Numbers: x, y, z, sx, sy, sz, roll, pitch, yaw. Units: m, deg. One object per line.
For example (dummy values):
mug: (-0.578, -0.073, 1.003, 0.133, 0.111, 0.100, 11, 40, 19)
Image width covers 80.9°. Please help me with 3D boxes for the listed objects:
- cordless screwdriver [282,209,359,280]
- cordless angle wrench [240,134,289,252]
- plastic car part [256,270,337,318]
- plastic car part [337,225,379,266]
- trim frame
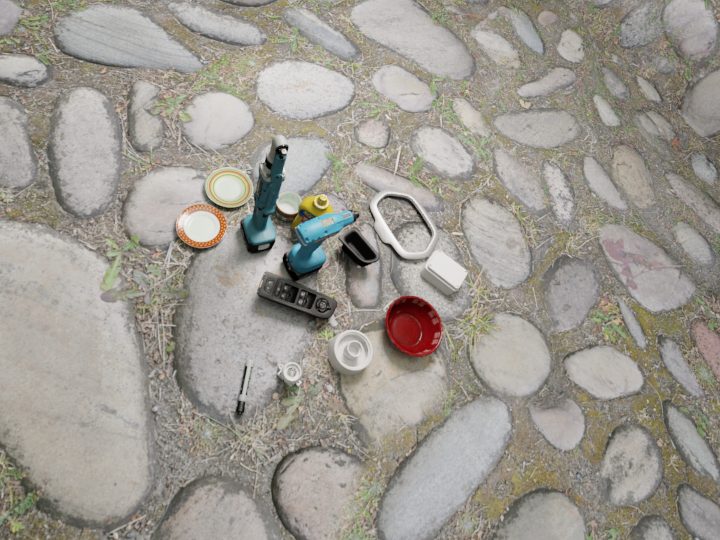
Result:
cordless screwdriver: (-0.103, -0.067, 1.049, 0.155, 0.249, 0.076, -24, 78, -26)
cordless angle wrench: (-0.215, -0.167, 0.967, 0.072, 0.423, 0.100, -14, 74, -25)
plastic car part: (-0.161, 0.073, 1.069, 0.201, 0.067, 0.067, 20, 62, -6)
plastic car part: (-0.010, -0.052, 1.167, 0.065, 0.071, 0.119, -35, 79, -28)
trim frame: (0.130, -0.143, 1.273, 0.180, 0.027, 0.255, -23, 73, -24)
